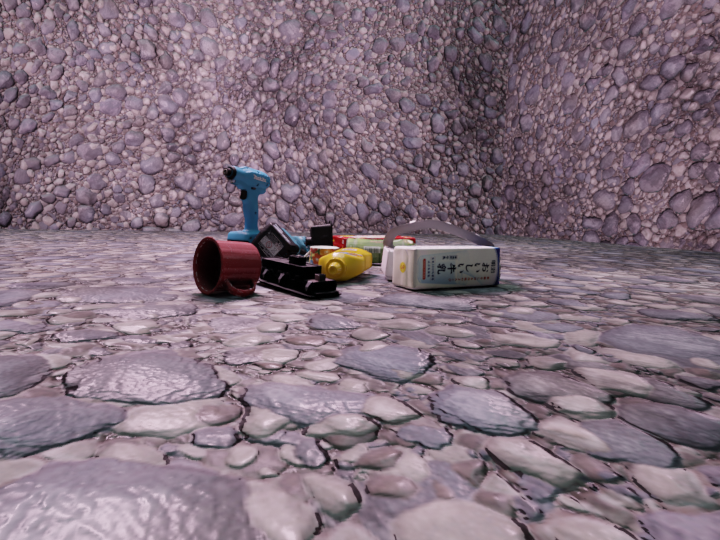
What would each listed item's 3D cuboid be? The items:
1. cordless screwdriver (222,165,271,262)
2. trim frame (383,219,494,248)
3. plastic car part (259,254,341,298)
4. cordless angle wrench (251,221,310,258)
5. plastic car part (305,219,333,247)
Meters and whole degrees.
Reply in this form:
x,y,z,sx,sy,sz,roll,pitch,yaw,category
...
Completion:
x,y,z,sx,sy,sz,roll,pitch,yaw,category
-0.298,-0.140,1.078,0.077,0.249,0.153,4,0,25,cordless screwdriver
0.169,-0.050,0.923,0.240,0.028,0.187,18,-30,-20,trim frame
-0.123,0.006,0.741,0.064,0.066,0.213,-13,12,-40,plastic car part
-0.170,-0.070,1.206,0.100,0.075,0.412,47,11,8,cordless angle wrench
-0.108,-0.071,1.109,0.070,0.116,0.067,-6,6,-12,plastic car part
